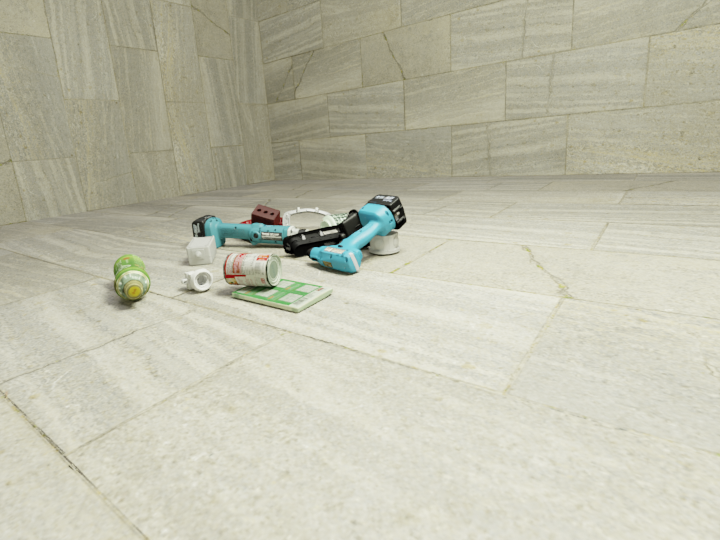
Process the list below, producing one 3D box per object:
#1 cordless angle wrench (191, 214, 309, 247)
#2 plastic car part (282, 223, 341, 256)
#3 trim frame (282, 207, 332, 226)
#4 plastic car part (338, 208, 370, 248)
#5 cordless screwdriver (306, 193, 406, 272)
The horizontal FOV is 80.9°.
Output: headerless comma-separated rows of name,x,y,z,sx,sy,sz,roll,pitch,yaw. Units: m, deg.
cordless angle wrench,-0.304,-0.109,1.268,0.436,0.096,0.073,5,20,18
plastic car part,-0.113,-0.074,1.154,0.197,0.065,0.071,-10,42,-22
trim frame,-0.157,-0.151,1.354,0.182,0.027,0.257,2,29,-10
plastic car part,-0.024,-0.099,1.137,0.070,0.112,0.069,-38,29,-23
cordless screwdriver,-0.010,-0.092,1.039,0.168,0.071,0.246,12,47,44
